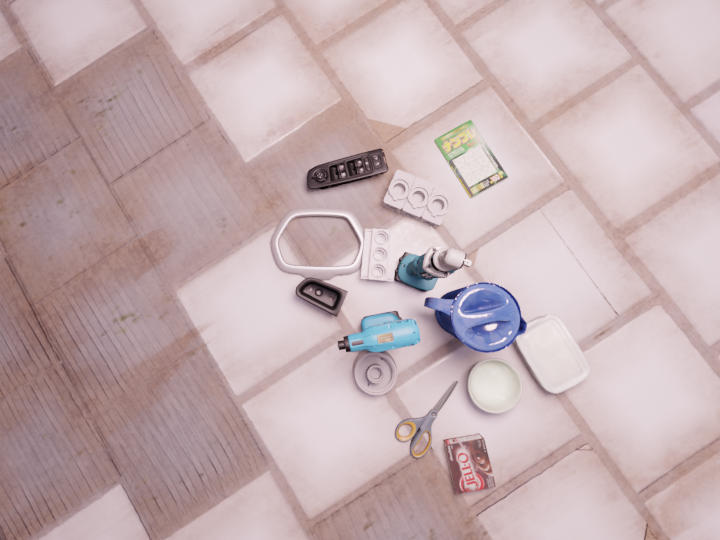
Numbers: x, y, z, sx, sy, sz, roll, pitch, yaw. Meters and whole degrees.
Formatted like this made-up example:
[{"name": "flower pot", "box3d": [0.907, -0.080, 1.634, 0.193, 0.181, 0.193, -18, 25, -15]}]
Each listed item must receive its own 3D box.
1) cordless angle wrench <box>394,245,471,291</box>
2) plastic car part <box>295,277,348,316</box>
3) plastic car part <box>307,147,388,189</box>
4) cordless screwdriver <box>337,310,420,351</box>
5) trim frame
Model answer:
[{"name": "cordless angle wrench", "box3d": [0.138, -0.008, 0.845, 0.099, 0.419, 0.074, 22, 86, 1]}, {"name": "plastic car part", "box3d": [-0.096, 0.057, 1.029, 0.118, 0.070, 0.066, 24, 86, 5]}, {"name": "plastic car part", "box3d": [-0.037, -0.248, 1.066, 0.204, 0.066, 0.067, -13, 84, 2]}, {"name": "cordless screwdriver", "box3d": [0.032, 0.138, 0.921, 0.159, 0.246, 0.075, -11, 86, -1]}, {"name": "trim frame", "box3d": [-0.104, -0.068, 1.068, 0.250, 0.027, 0.185, 0, 83, 4]}]
